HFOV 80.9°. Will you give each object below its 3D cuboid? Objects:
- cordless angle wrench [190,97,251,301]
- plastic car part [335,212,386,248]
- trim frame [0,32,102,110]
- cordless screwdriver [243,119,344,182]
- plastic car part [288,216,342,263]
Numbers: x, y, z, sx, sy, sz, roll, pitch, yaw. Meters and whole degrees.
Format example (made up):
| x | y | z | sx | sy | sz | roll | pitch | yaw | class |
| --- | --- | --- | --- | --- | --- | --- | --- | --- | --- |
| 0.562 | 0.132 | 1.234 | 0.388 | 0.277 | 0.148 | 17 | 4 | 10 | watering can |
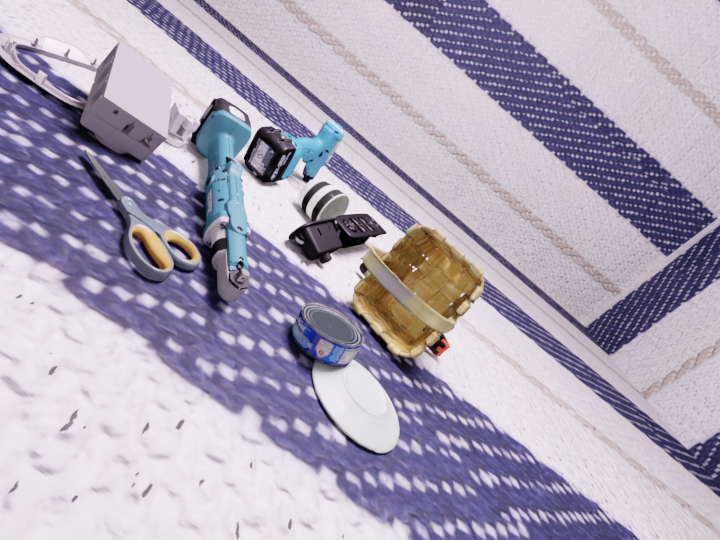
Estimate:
| x | y | z | sx | sy | sz | roll | pitch | yaw | class |
| --- | --- | --- | --- | --- | --- | --- | --- | --- | --- |
| -0.196 | -0.118 | 0.610 | 0.070 | 0.099 | 0.443 | 27 | 29 | -37 | cordless angle wrench |
| -0.013 | -0.082 | 0.875 | 0.067 | 0.068 | 0.197 | 53 | 18 | 7 | plastic car part |
| -0.413 | -0.292 | 0.648 | 0.189 | 0.028 | 0.241 | 45 | 22 | 12 | trim frame |
| -0.143 | -0.241 | 0.915 | 0.076 | 0.159 | 0.242 | 44 | 36 | 10 | cordless screwdriver |
| -0.071 | -0.046 | 0.726 | 0.071 | 0.067 | 0.114 | 58 | 24 | 1 | plastic car part |
